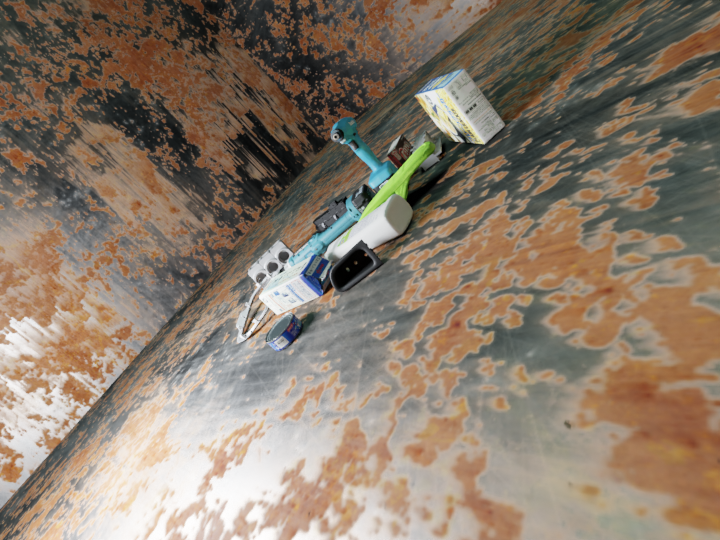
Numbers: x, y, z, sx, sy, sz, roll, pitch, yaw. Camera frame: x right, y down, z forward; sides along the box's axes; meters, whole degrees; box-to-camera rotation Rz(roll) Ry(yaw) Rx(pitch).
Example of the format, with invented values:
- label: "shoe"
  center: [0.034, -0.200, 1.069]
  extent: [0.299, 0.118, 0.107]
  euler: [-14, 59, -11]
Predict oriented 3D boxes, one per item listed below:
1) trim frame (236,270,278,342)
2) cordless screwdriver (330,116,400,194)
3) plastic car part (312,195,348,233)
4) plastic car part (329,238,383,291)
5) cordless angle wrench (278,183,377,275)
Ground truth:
- label: "trim frame"
  center: [-0.302, 0.099, 1.226]
  extent: [0.186, 0.026, 0.255]
  euler: [-43, 28, 30]
- label: "cordless screwdriver"
  center: [0.018, -0.283, 1.087]
  extent: [0.075, 0.244, 0.160]
  euler: [-37, 12, 26]
- label: "plastic car part"
  center: [-0.084, -0.185, 1.377]
  extent: [0.207, 0.065, 0.067]
  euler: [-35, 26, 33]
- label: "plastic car part"
  center: [-0.011, -0.013, 0.897]
  extent: [0.118, 0.066, 0.070]
  euler: [-40, 2, 23]
- label: "cordless angle wrench"
  center: [-0.119, -0.078, 1.219]
  extent: [0.428, 0.072, 0.099]
  euler: [-39, 18, 23]
